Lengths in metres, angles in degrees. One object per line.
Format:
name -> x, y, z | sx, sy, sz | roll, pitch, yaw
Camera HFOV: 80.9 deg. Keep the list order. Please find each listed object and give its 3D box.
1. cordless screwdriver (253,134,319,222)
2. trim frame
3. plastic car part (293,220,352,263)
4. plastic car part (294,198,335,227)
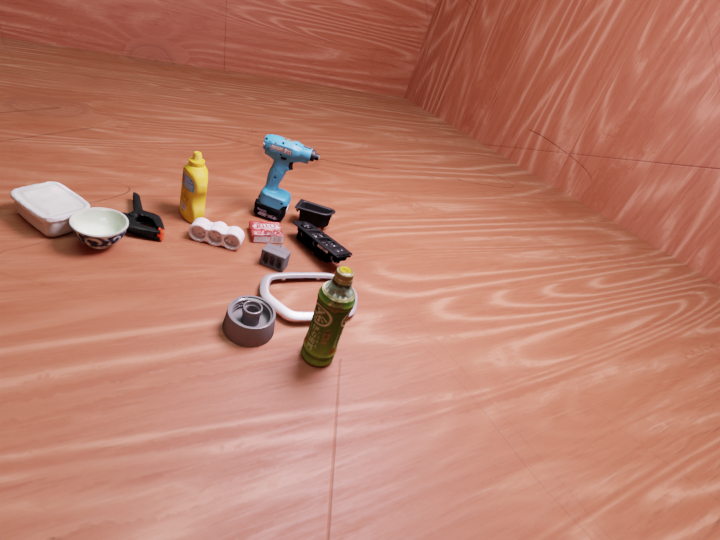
cordless screwdriver -> -0.220, -0.260, 1.231 | 0.159, 0.245, 0.075 | 19, 32, -1
trim frame -> -0.119, 0.055, 1.007 | 0.239, 0.027, 0.194 | -3, 37, -27
plastic car part -> -0.114, -0.075, 1.166 | 0.064, 0.066, 0.214 | -15, 44, -41
plastic car part -> -0.141, -0.163, 1.282 | 0.118, 0.070, 0.066 | 20, 32, 4
